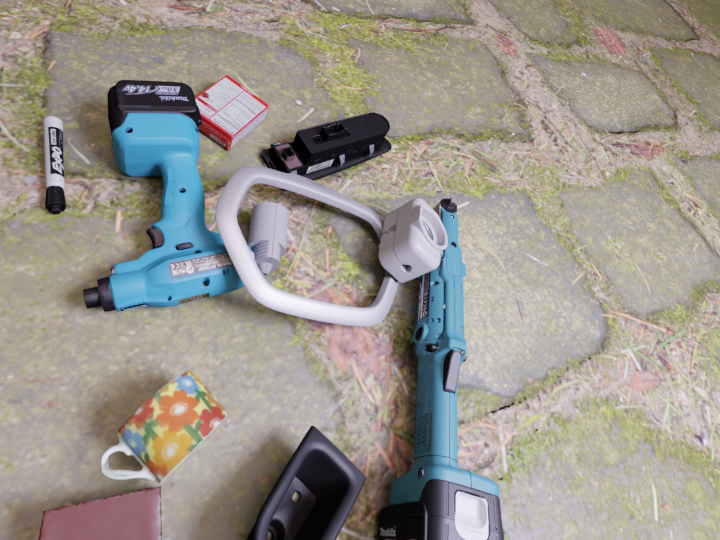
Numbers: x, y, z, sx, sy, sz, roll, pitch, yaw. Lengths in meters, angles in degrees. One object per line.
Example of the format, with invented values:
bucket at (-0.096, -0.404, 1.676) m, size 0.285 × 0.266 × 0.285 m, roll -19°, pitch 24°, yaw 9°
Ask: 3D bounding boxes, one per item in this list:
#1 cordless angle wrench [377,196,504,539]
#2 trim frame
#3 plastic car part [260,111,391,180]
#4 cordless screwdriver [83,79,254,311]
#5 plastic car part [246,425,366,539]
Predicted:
cordless angle wrench at (0.089, 0.079, 0.470) m, size 0.073 × 0.098 × 0.431 m, roll 20°, pitch 52°, yaw -14°
trim frame at (-0.047, -0.030, 0.476) m, size 0.236 × 0.028 × 0.189 m, roll 13°, pitch 58°, yaw -32°
plastic car part at (-0.034, -0.178, 0.583) m, size 0.197 × 0.067 × 0.069 m, roll -25°, pitch 68°, yaw -34°
cordless screwdriver at (-0.221, -0.081, 0.447) m, size 0.154 × 0.075 × 0.255 m, roll -14°, pitch 71°, yaw -28°
plastic car part at (-0.057, 0.202, 0.345) m, size 0.067 × 0.071 × 0.115 m, roll 41°, pitch 39°, yaw 2°
